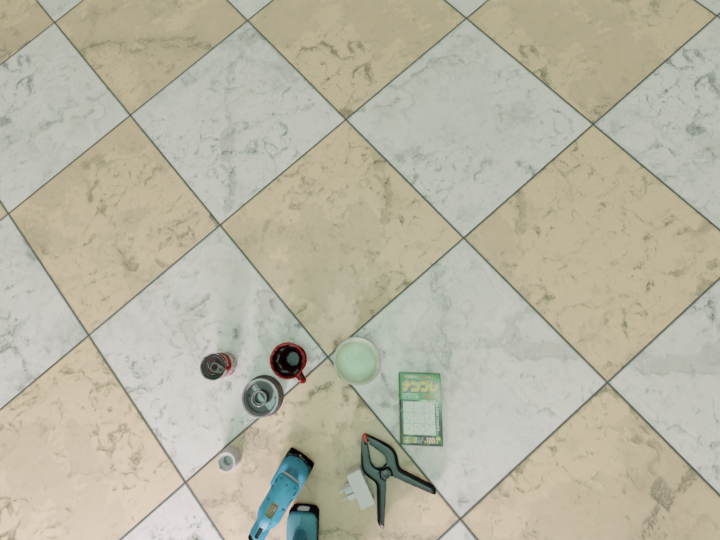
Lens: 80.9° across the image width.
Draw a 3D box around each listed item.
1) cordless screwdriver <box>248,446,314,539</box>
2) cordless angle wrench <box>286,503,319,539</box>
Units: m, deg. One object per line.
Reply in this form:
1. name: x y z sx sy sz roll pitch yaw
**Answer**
1. cordless screwdriver: -0.184 0.517 0.977 0.076 0.244 0.159 30 83 6
2. cordless angle wrench: -0.143 0.608 0.866 0.075 0.415 0.099 1 81 1
